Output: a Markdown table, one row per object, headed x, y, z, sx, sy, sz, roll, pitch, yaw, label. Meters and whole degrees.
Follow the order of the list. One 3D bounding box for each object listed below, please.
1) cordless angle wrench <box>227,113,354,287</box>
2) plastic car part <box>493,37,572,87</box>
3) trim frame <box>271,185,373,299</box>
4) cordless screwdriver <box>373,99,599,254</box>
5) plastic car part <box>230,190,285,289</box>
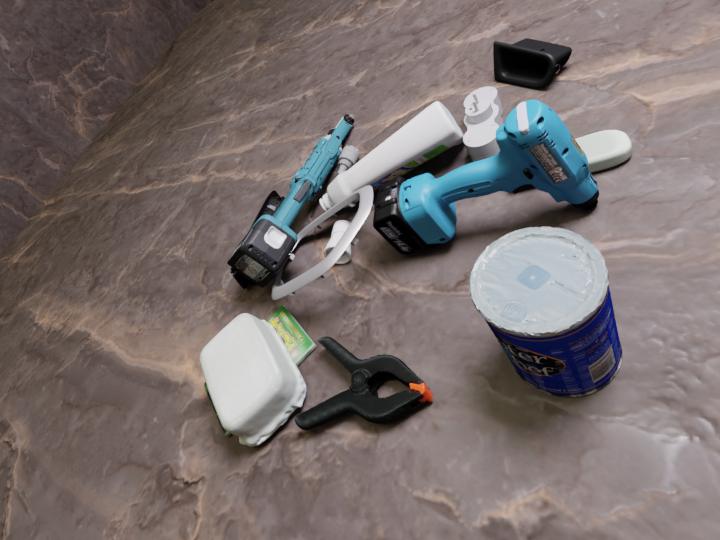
| x | y | z | sx | sy | sz | roll | pitch | yaw | label |
| --- | --- | --- | --- | --- | --- | --- | --- | --- | --- |
| -0.099 | -0.161 | 0.779 | 0.100 | 0.072 | 0.425 | -36 | 24 | 51 | cordless angle wrench |
| 0.280 | -0.337 | 0.673 | 0.070 | 0.063 | 0.123 | -35 | 44 | -13 | plastic car part |
| -0.064 | -0.042 | 0.652 | 0.254 | 0.026 | 0.186 | -30 | 33 | 45 | trim frame |
| 0.148 | -0.090 | 0.535 | 0.256 | 0.152 | 0.075 | -23 | 40 | 41 | cordless screwdriver |
| -0.171 | -0.066 | 0.783 | 0.069 | 0.063 | 0.206 | -2 | 56 | 24 | plastic car part |
